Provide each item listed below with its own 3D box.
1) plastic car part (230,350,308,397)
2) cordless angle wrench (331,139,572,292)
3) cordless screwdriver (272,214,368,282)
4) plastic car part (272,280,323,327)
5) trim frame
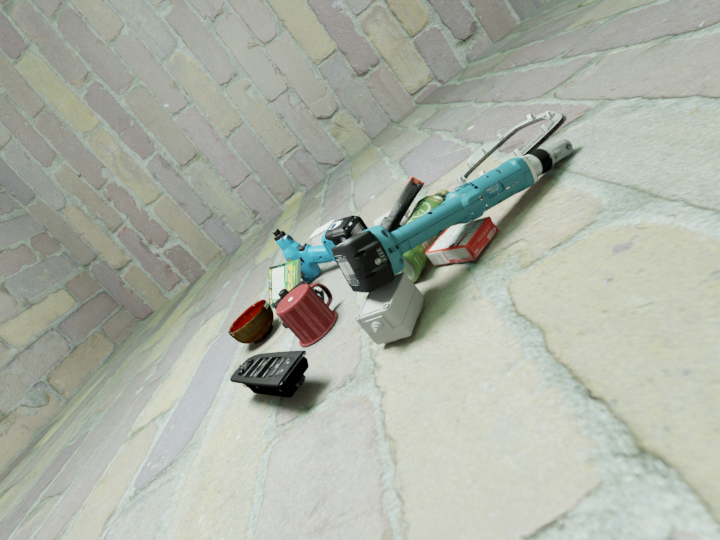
[{"bbox_3d":[-0.144,0.169,0.681,0.211,0.064,0.066,-12,38,49],"label":"plastic car part"},{"bbox_3d":[0.158,-0.101,0.635,0.418,0.074,0.100,-30,6,-13],"label":"cordless angle wrench"},{"bbox_3d":[-0.098,-0.064,1.000,0.257,0.155,0.074,-19,24,45],"label":"cordless screwdriver"},{"bbox_3d":[-0.145,0.067,0.923,0.117,0.069,0.067,-34,15,7],"label":"plastic car part"},{"bbox_3d":[0.300,-0.256,0.879,0.248,0.027,0.190,-44,18,-6],"label":"trim frame"}]
